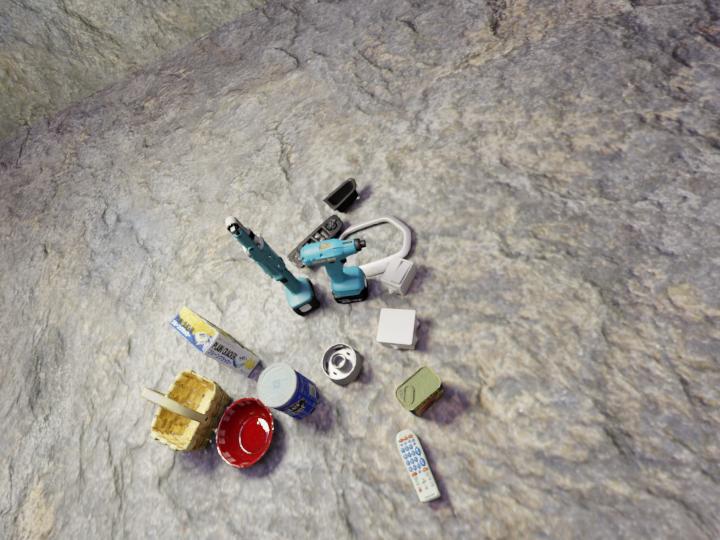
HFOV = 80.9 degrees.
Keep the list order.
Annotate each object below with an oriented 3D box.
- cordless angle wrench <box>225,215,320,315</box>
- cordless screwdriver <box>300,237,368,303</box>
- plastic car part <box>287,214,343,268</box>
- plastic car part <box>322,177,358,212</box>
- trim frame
[{"bbox_3d":[-0.220,-0.011,1.070,0.075,0.401,0.102,-27,54,4],"label":"cordless angle wrench"},{"bbox_3d":[-0.034,-0.003,1.086,0.163,0.236,0.076,-10,57,16],"label":"cordless screwdriver"},{"bbox_3d":[-0.125,-0.082,1.283,0.070,0.063,0.202,36,79,35],"label":"plastic car part"},{"bbox_3d":[-0.049,-0.227,1.335,0.116,0.067,0.070,-41,54,-4],"label":"plastic car part"},{"bbox_3d":[0.027,-0.071,1.232,0.252,0.026,0.191,-19,55,13],"label":"trim frame"}]
